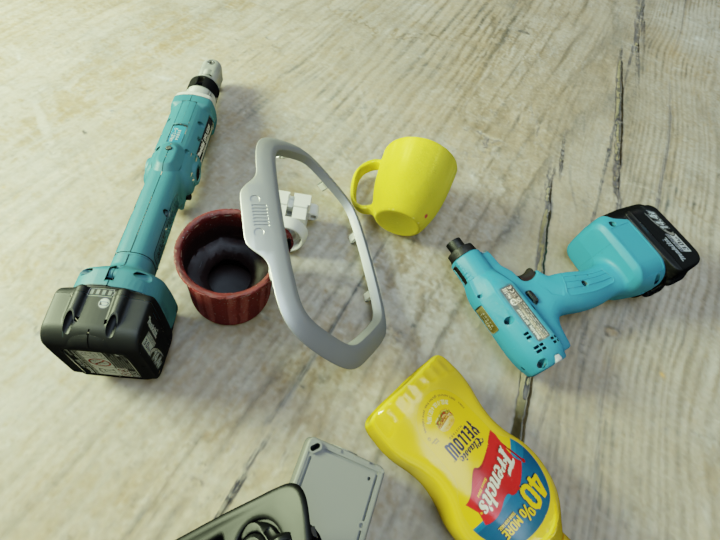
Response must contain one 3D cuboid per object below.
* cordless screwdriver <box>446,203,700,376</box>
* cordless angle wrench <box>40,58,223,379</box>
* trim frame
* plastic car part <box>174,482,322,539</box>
[{"bbox_3d":[0.229,-0.006,0.476,0.244,0.073,0.165,-24,66,-17],"label":"cordless screwdriver"},{"bbox_3d":[-0.203,-0.105,0.458,0.074,0.096,0.435,5,55,-6],"label":"cordless angle wrench"},{"bbox_3d":[-0.040,-0.026,0.413,0.174,0.028,0.257,24,45,-50],"label":"trim frame"},{"bbox_3d":[-0.100,0.208,0.261,0.204,0.063,0.069,-37,38,11],"label":"plastic car part"}]
